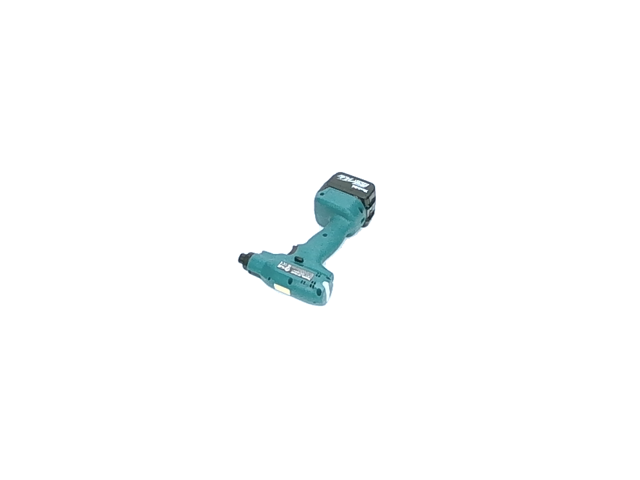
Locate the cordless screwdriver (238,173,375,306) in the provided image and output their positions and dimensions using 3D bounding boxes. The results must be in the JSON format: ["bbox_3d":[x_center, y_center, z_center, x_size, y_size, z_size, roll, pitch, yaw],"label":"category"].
[{"bbox_3d":[-0.013,-0.013,0.720,0.160,0.247,0.074,20,-37,20],"label":"cordless screwdriver"}]
